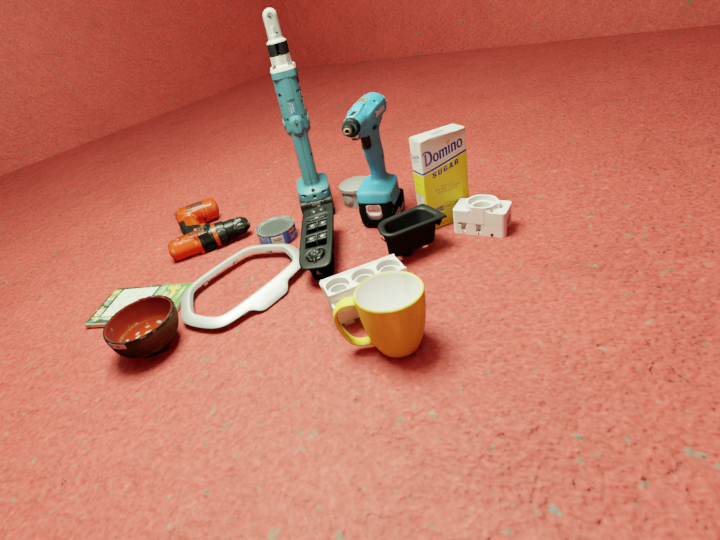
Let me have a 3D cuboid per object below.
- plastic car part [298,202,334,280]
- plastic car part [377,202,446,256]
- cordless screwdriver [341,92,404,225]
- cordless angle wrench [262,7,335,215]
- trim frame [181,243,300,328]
[{"bbox_3d":[-0.077,-0.050,0.786,0.067,0.064,0.209,-10,33,5],"label":"plastic car part"},{"bbox_3d":[0.084,-0.061,0.737,0.114,0.068,0.070,-26,34,-17],"label":"plastic car part"},{"bbox_3d":[0.020,-0.196,0.803,0.077,0.239,0.159,2,35,23],"label":"cordless screwdriver"},{"bbox_3d":[-0.133,-0.310,0.878,0.074,0.407,0.101,-12,31,0],"label":"cordless angle wrench"},{"bbox_3d":[-0.214,0.021,0.770,0.194,0.026,0.244,17,45,39],"label":"trim frame"}]
